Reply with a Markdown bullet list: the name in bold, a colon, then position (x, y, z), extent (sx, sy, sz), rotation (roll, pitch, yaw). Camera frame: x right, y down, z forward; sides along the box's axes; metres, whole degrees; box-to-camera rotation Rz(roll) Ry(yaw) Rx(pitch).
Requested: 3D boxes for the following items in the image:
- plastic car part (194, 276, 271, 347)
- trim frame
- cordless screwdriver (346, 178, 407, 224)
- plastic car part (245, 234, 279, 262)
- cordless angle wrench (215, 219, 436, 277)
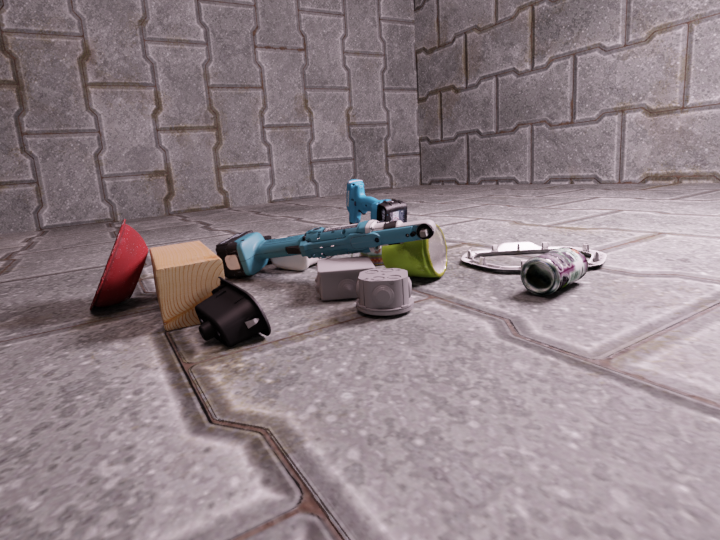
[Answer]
- **plastic car part**: position (-0.173, 0.061, 0.540), extent (0.069, 0.064, 0.123), rotation (-29, 27, -28)
- **trim frame**: position (0.317, -0.029, 0.787), extent (0.252, 0.027, 0.184), rotation (-5, 13, 8)
- **cordless screwdriver**: position (0.035, -0.168, 1.271), extent (0.072, 0.155, 0.263), rotation (-13, 30, -28)
- **plastic car part**: position (-0.230, -0.042, 0.958), extent (0.196, 0.065, 0.070), rotation (-19, 26, -37)
- **cordless angle wrench**: position (-0.075, -0.049, 0.765), extent (0.439, 0.073, 0.096), rotation (-6, 20, 28)
